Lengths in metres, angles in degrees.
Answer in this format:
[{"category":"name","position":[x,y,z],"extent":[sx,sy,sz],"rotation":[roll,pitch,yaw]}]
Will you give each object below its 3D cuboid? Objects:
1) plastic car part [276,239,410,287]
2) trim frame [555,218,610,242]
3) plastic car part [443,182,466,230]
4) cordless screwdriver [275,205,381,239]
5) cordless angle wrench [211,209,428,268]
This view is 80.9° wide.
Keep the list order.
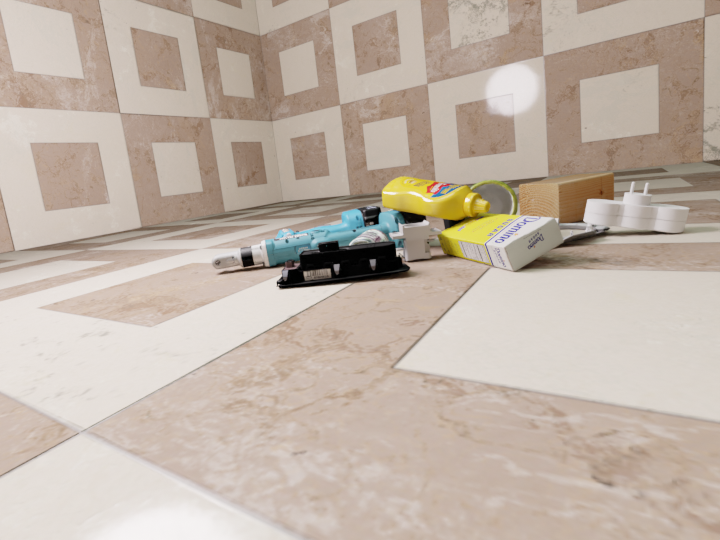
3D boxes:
[{"category":"plastic car part","position":[-0.028,-0.014,0.654],"extent":[0.206,0.067,0.066],"rotation":[-3,4,8]},{"category":"trim frame","position":[0.319,-0.068,0.764],"extent":[0.242,0.027,0.192],"rotation":[-11,14,-22]},{"category":"plastic car part","position":[0.199,-0.120,0.896],"extent":[0.065,0.119,0.070],"rotation":[-9,-14,-9]},{"category":"cordless screwdriver","position":[-0.077,-0.093,0.994],"extent":[0.245,0.073,0.164],"rotation":[-14,13,-11]},{"category":"cordless angle wrench","position":[-0.082,-0.053,0.835],"extent":[0.420,0.073,0.100],"rotation":[-11,12,-6]}]
